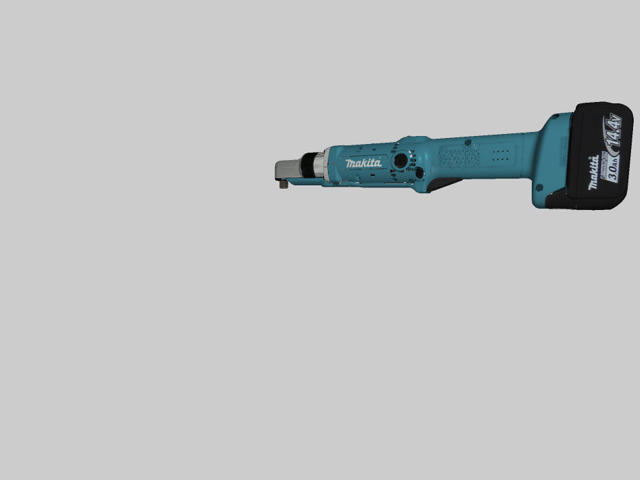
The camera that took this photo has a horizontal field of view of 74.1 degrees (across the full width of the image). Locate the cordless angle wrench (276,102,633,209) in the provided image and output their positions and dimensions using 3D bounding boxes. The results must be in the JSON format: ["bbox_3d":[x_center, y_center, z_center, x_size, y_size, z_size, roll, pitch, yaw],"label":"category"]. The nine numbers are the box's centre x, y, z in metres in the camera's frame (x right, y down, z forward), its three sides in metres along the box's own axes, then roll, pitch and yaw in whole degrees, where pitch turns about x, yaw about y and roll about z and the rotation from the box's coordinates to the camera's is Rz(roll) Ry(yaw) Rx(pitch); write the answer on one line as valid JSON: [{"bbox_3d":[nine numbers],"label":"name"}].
[{"bbox_3d":[0.108,-0.090,0.506,0.423,0.098,0.074,5,5,35],"label":"cordless angle wrench"}]
